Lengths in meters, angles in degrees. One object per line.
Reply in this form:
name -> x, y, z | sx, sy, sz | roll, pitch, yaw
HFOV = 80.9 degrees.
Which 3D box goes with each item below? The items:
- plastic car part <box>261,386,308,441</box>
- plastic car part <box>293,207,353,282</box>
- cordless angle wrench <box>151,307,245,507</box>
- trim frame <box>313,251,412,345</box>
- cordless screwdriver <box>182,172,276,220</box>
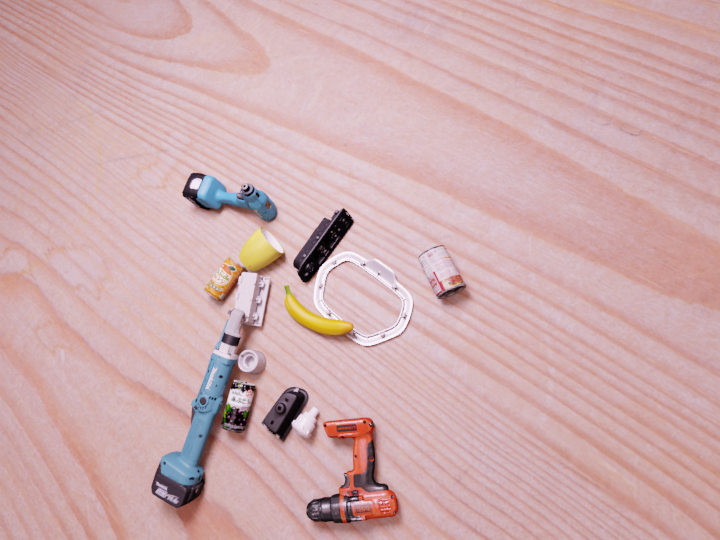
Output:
plastic car part -> -0.170, 0.307, 0.925 | 0.068, 0.068, 0.116 | 31, 84, 18
plastic car part -> -0.102, -0.067, 1.043 | 0.070, 0.063, 0.203 | 27, 79, 29
cordless angle wrench -> -0.341, 0.291, 0.948 | 0.101, 0.071, 0.424 | 15, 82, 17
trim frame -> 0.000, 0.060, 0.992 | 0.260, 0.026, 0.184 | 37, 82, 24
cordless screwdriver -> -0.352, -0.201, 1.104 | 0.258, 0.153, 0.075 | 15, 76, 19
